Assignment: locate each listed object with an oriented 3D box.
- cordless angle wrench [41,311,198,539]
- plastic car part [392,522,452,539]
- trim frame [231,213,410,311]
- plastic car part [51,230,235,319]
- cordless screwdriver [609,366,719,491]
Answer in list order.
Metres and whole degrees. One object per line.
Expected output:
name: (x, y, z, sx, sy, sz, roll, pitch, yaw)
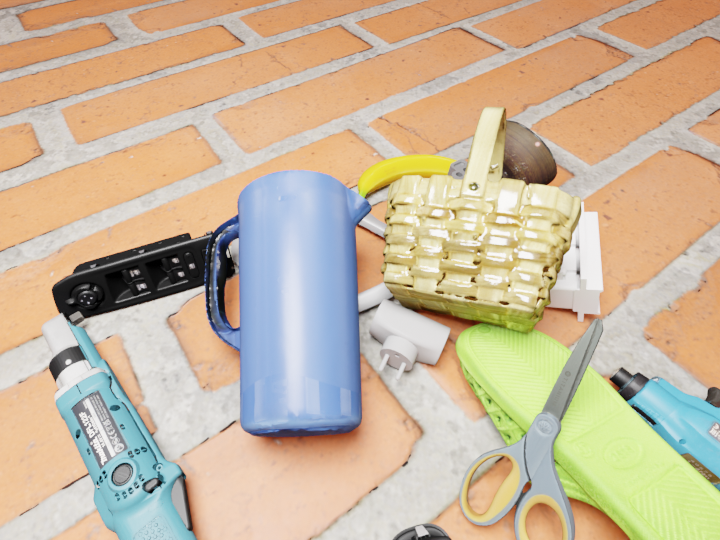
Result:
cordless angle wrench: (-0.192, 0.181, 0.363, 0.096, 0.072, 0.444, -35, 58, -26)
plastic car part: (0.049, 0.249, 0.307, 0.066, 0.069, 0.119, 6, 55, 0)
trim frame: (-0.054, -0.036, 0.557, 0.258, 0.026, 0.183, 25, 57, 20)
plastic car part: (-0.261, -0.004, 0.509, 0.199, 0.064, 0.071, -21, 47, -16)
cordless screwdriver: (0.385, 0.102, 0.423, 0.245, 0.072, 0.167, -35, 60, -20)
